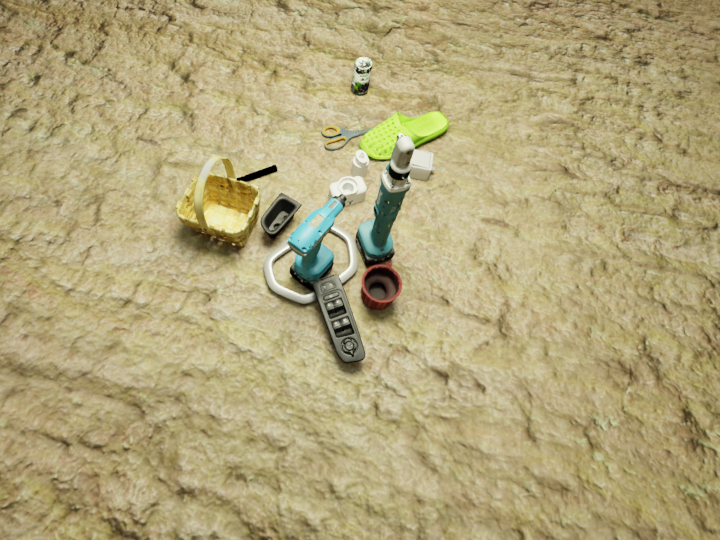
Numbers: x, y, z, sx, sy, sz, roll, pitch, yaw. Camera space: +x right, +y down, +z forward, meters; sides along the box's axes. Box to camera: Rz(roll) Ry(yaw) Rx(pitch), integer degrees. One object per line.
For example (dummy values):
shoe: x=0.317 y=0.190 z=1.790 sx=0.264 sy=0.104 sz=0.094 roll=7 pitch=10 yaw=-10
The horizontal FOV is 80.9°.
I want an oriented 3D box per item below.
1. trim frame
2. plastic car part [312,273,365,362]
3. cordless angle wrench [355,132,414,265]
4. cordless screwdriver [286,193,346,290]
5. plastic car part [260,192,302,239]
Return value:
trim frame: x=-0.120 y=-0.024 z=1.051 sx=0.245 sy=0.027 sz=0.190 roll=-34 pitch=70 yaw=-16
plastic car part: x=-0.050 y=0.115 z=0.966 sx=0.065 sy=0.066 sz=0.210 roll=-17 pitch=67 yaw=-11
cordless angle wrench: x=0.055 y=-0.134 z=0.894 sx=0.073 sy=0.415 sz=0.101 roll=-16 pitch=70 yaw=-13
cordless screwdriver: x=-0.093 y=-0.061 z=0.950 sx=0.076 sy=0.244 sz=0.158 roll=36 pitch=68 yaw=9
plastic car part: x=-0.208 y=-0.128 z=1.075 sx=0.067 sy=0.069 sz=0.116 roll=30 pitch=68 yaw=9
